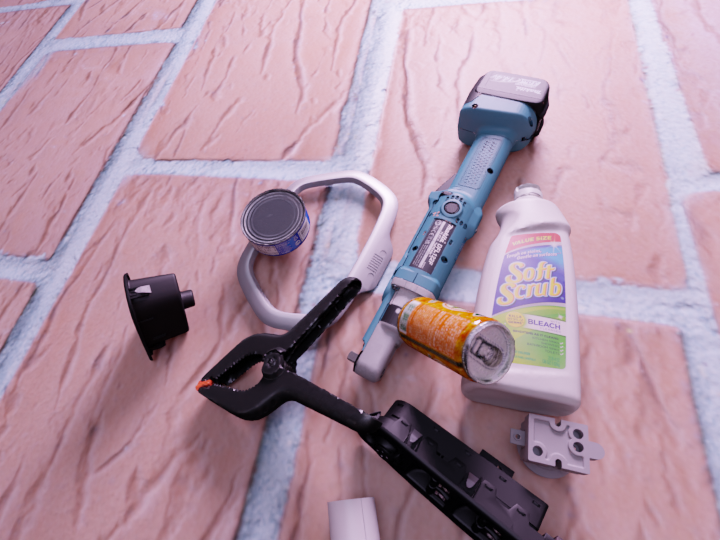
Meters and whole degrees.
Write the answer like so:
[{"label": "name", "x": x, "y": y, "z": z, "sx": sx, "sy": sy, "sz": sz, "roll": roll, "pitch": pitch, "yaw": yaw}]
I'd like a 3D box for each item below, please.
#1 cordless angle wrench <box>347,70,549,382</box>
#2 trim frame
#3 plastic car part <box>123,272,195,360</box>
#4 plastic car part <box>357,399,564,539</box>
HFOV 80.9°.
[{"label": "cordless angle wrench", "x": 0.106, "y": -0.062, "z": 0.502, "sx": 0.102, "sy": 0.071, "sz": 0.423, "roll": 22, "pitch": 70, "yaw": 22}, {"label": "trim frame", "x": -0.054, "y": -0.035, "z": 0.548, "sx": 0.192, "sy": 0.026, "sz": 0.249, "roll": 19, "pitch": 65, "yaw": 23}, {"label": "plastic car part", "x": -0.234, "y": 0.045, "z": 0.504, "sx": 0.069, "sy": 0.115, "sz": 0.069, "roll": -13, "pitch": 57, "yaw": -25}, {"label": "plastic car part", "x": 0.087, "y": 0.182, "z": 0.369, "sx": 0.212, "sy": 0.064, "sz": 0.066, "roll": 28, "pitch": 60, "yaw": 25}]
